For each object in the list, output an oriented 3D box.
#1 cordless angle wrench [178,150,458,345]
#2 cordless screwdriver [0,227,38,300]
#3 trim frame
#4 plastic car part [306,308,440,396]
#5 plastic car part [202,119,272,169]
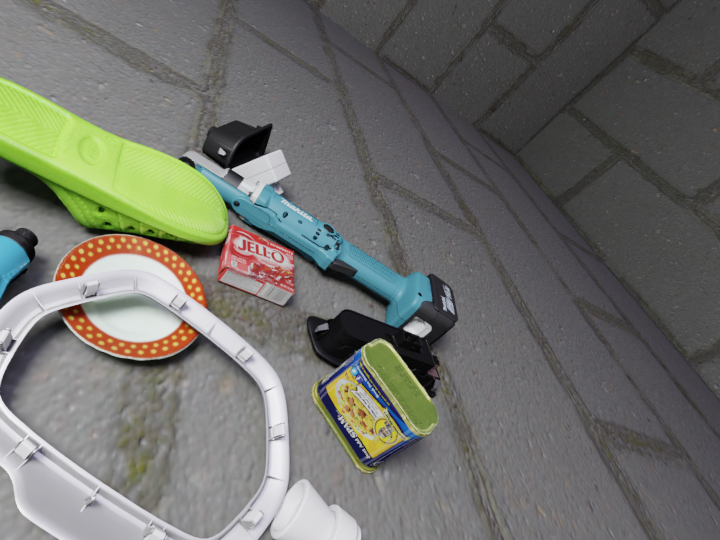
[{"bbox_3d":[-0.057,-0.037,0.579,0.414,0.075,0.099,32,32,-11],"label":"cordless angle wrench"},{"bbox_3d":[-0.342,-0.033,0.245,0.241,0.075,0.163,36,30,-18],"label":"cordless screwdriver"},{"bbox_3d":[-0.149,0.098,0.311,0.243,0.028,0.185,42,39,-11],"label":"trim frame"},{"bbox_3d":[0.028,0.096,0.513,0.194,0.068,0.068,21,44,-26],"label":"plastic car part"},{"bbox_3d":[-0.195,-0.196,0.643,0.072,0.065,0.115,29,33,6],"label":"plastic car part"}]
